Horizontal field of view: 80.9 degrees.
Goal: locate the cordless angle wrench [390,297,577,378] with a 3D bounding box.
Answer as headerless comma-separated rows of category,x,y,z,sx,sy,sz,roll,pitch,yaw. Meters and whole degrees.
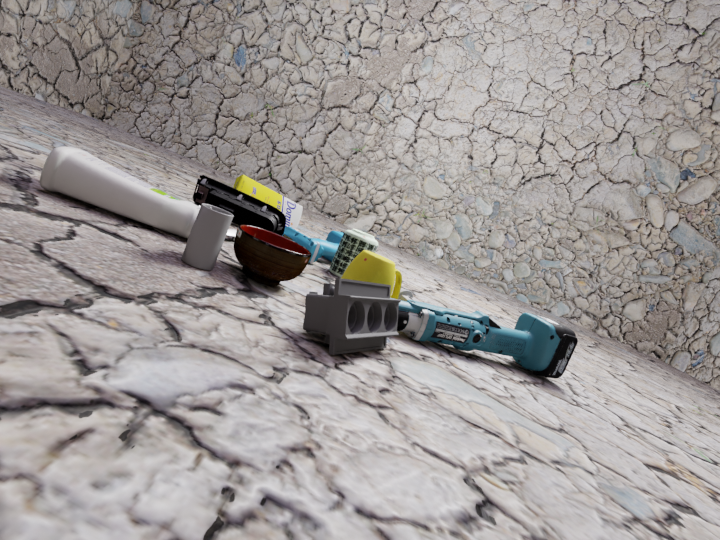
cordless angle wrench,0.170,0.096,0.676,0.406,0.097,0.078,14,11,-25

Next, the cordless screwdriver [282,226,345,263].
cordless screwdriver,-0.098,-0.064,1.002,0.168,0.074,0.236,29,14,34

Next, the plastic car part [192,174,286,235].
plastic car part,-0.246,-0.123,0.855,0.201,0.066,0.068,22,17,-5

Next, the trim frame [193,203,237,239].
trim frame,-0.286,-0.097,0.861,0.189,0.027,0.243,23,6,10
